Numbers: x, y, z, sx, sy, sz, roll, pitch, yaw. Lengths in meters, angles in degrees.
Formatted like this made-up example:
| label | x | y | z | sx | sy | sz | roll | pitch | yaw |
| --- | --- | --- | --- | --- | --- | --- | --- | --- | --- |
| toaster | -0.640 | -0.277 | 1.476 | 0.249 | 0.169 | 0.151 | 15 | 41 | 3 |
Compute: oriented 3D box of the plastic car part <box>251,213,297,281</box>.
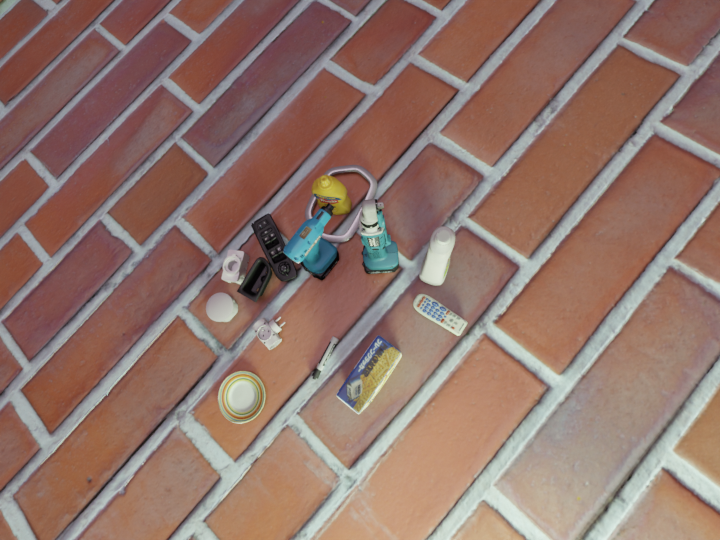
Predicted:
| label | x | y | z | sx | sy | sz | roll | pitch | yaw |
| --- | --- | --- | --- | --- | --- | --- | --- | --- | --- |
| plastic car part | -0.238 | -0.057 | 1.200 | 0.066 | 0.065 | 0.209 | -28 | 71 | 1 |

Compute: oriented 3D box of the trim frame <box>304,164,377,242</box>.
| label | x | y | z | sx | sy | sz | roll | pitch | yaw |
| --- | --- | --- | --- | --- | --- | --- | --- | --- | --- |
| trim frame | -0.055 | -0.196 | 1.224 | 0.190 | 0.026 | 0.249 | 24 | 80 | 16 |

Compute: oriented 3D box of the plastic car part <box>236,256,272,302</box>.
| label | x | y | z | sx | sy | sz | roll | pitch | yaw |
| --- | --- | --- | --- | --- | --- | --- | --- | --- | --- |
| plastic car part | -0.281 | 0.027 | 1.182 | 0.068 | 0.069 | 0.116 | 26 | 81 | 14 |

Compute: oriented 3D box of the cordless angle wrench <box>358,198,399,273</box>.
| label | x | y | z | sx | sy | sz | roll | pitch | yaw |
| --- | --- | --- | --- | --- | --- | --- | --- | --- | --- |
| cordless angle wrench | 0.035 | -0.074 | 0.968 | 0.099 | 0.410 | 0.075 | -3 | 76 | 6 |

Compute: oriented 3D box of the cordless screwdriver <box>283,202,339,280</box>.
| label | x | y | z | sx | sy | sz | roll | pitch | yaw |
| --- | --- | --- | --- | --- | --- | --- | --- | --- | --- |
| cordless screwdriver | -0.106 | -0.069 | 1.084 | 0.077 | 0.241 | 0.159 | 35 | 83 | 13 |
